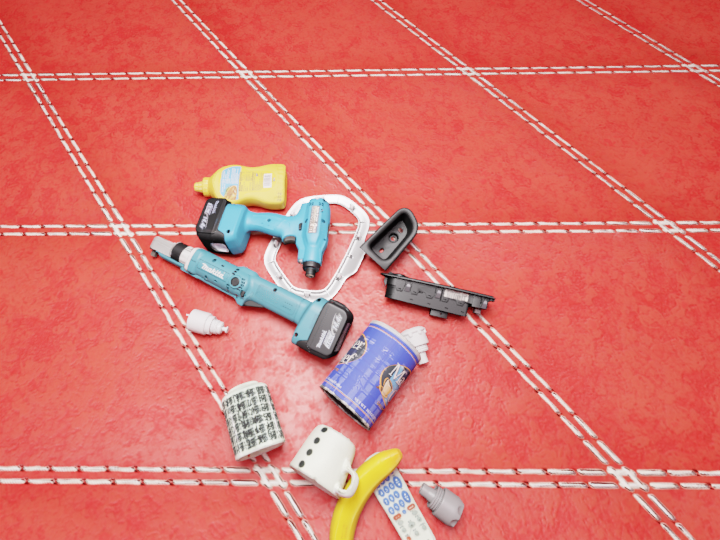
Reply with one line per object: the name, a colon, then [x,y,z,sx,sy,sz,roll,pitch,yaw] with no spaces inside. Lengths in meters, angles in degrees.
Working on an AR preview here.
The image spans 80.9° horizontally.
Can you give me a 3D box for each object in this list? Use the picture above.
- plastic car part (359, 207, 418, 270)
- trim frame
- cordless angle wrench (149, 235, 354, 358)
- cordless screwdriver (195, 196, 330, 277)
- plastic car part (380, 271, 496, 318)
plastic car part: [0.061,-0.061,0.816,0.067,0.070,0.116,43,85,5]
trim frame: [-0.082,-0.054,0.841,0.188,0.027,0.249,23,65,10]
cordless angle wrench: [-0.220,0.026,0.780,0.436,0.072,0.098,24,86,16]
cordless screwdriver: [-0.184,-0.063,0.802,0.253,0.071,0.163,1,61,9]
plastic car part: [0.130,0.047,0.773,0.206,0.065,0.067,17,92,7]
